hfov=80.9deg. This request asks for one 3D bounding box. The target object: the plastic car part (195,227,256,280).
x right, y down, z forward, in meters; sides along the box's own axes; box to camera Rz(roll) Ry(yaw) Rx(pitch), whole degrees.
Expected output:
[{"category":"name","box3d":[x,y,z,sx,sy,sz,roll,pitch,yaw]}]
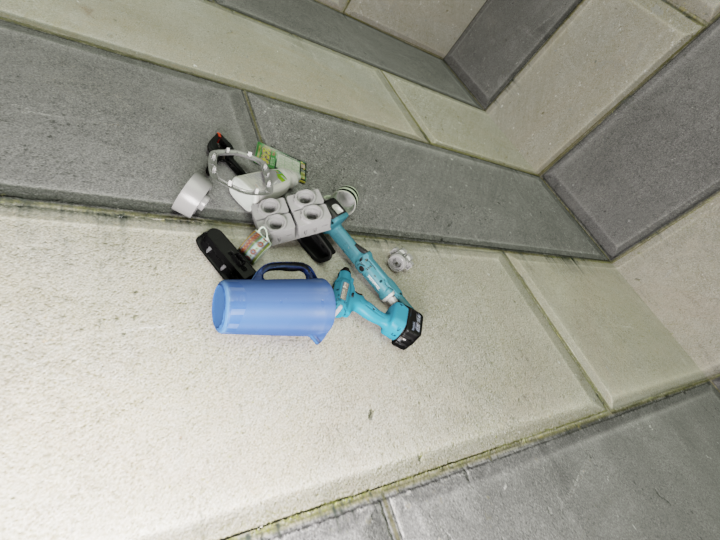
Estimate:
[{"category":"plastic car part","box3d":[-0.299,-0.022,0.966,0.208,0.067,0.065,45,47,12]}]

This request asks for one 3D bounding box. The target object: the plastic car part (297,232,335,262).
[{"category":"plastic car part","box3d":[-0.114,-0.074,1.163,0.119,0.066,0.069,50,25,8]}]

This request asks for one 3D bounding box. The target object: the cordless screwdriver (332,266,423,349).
[{"category":"cordless screwdriver","box3d":[0.038,0.092,1.099,0.245,0.074,0.162,25,40,-9]}]

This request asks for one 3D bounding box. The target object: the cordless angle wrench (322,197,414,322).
[{"category":"cordless angle wrench","box3d":[0.016,-0.017,1.184,0.430,0.099,0.072,50,39,9]}]

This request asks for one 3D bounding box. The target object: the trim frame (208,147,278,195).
[{"category":"trim frame","box3d":[-0.312,-0.268,1.127,0.177,0.027,0.260,9,33,-24]}]
